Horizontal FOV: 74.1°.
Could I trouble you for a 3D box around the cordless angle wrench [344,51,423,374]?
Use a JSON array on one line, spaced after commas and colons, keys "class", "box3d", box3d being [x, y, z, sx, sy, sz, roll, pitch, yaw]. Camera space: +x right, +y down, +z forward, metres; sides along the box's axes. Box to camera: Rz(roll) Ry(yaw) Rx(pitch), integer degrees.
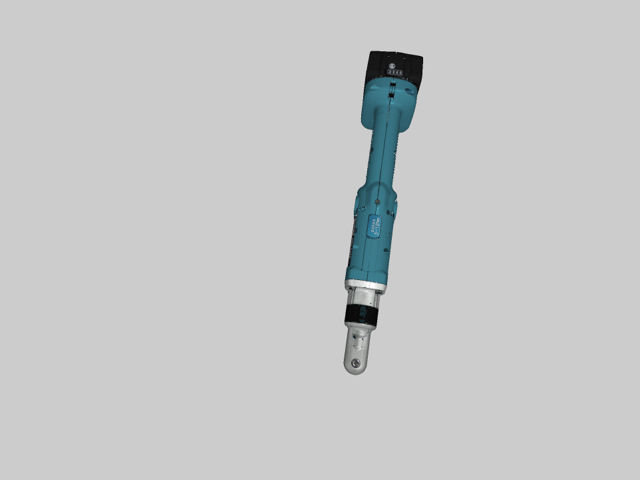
[{"class": "cordless angle wrench", "box3d": [0.072, -0.043, 0.553, 0.074, 0.422, 0.098, 8, -15, 4]}]
